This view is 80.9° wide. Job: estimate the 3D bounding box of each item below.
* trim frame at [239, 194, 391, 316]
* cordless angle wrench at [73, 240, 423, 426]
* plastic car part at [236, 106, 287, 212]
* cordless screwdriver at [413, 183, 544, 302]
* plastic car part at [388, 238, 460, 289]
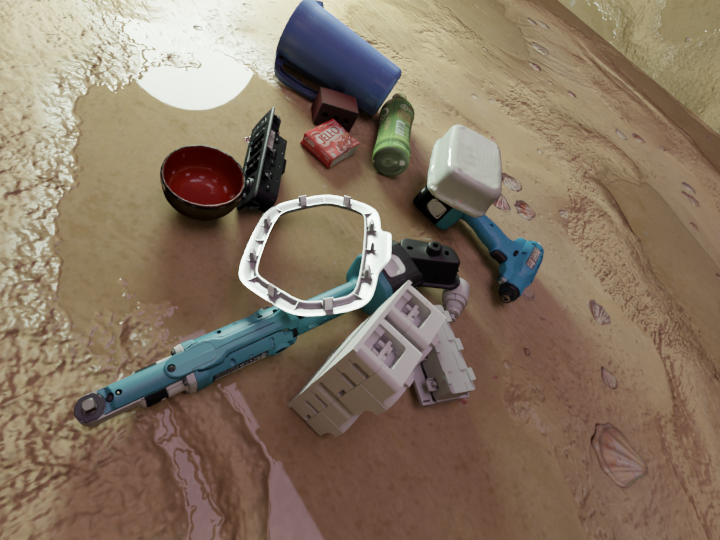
[{"bbox_3d":[-0.054,-0.035,0.547,0.186,0.027,0.253,5,39,4],"label":"trim frame"},{"bbox_3d":[-0.106,0.071,0.504,0.410,0.098,0.077,-23,71,-31],"label":"cordless angle wrench"},{"bbox_3d":[-0.153,-0.165,0.669,0.063,0.068,0.208,38,40,-36],"label":"plastic car part"},{"bbox_3d":[0.206,-0.065,0.751,0.252,0.074,0.157,43,49,5],"label":"cordless screwdriver"},{"bbox_3d":[0.099,-0.017,0.645,0.118,0.068,0.067,7,52,6],"label":"plastic car part"}]
